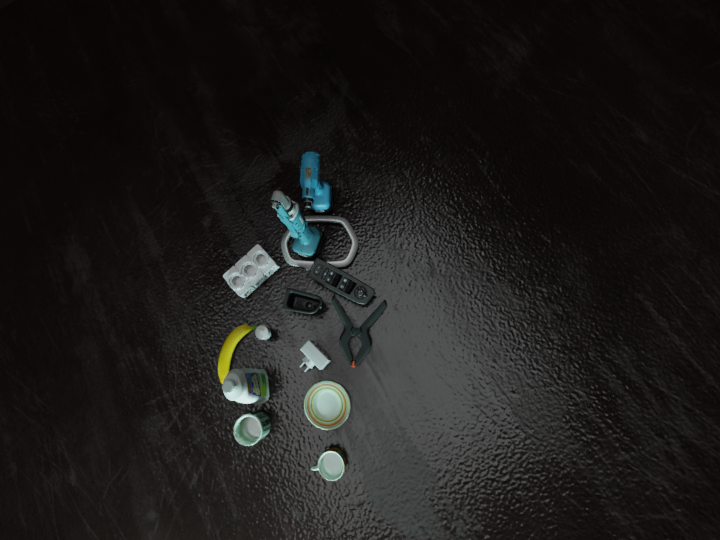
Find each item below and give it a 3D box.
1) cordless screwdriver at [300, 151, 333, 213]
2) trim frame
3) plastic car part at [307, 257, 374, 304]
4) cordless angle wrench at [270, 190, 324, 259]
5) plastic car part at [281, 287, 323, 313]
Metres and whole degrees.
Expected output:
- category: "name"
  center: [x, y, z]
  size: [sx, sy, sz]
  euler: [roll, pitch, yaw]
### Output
- category: "cordless screwdriver"
  center: [-0.134, -0.228, 1.262]
  size: [0.075, 0.242, 0.161]
  euler: [1, 77, 5]
- category: "trim frame"
  center: [-0.130, -0.085, 1.334]
  size: [0.252, 0.027, 0.187]
  euler: [0, 75, 9]
- category: "plastic car part"
  center: [-0.056, 0.039, 1.267]
  size: [0.209, 0.065, 0.066]
  euler: [27, 81, 15]
- category: "cordless angle wrench"
  center: [-0.174, -0.127, 1.152]
  size: [0.076, 0.412, 0.098]
  euler: [16, 79, 8]
- category: "plastic car part"
  center: [-0.167, 0.099, 1.267]
  size: [0.119, 0.069, 0.066]
  euler: [11, 78, 11]
